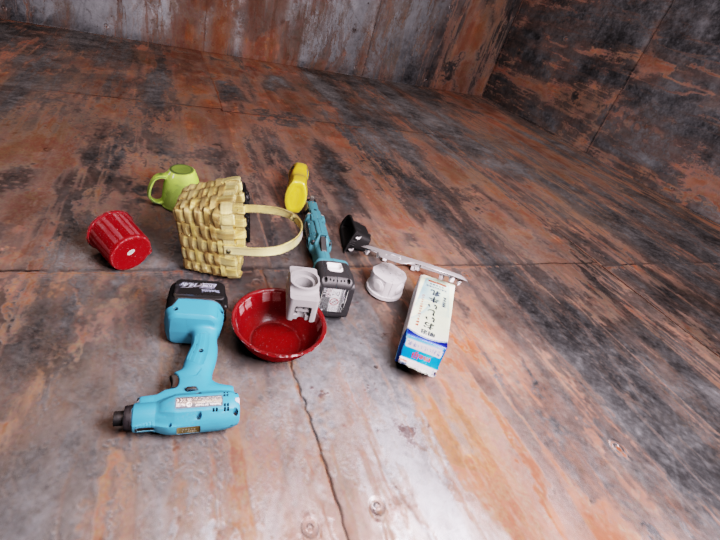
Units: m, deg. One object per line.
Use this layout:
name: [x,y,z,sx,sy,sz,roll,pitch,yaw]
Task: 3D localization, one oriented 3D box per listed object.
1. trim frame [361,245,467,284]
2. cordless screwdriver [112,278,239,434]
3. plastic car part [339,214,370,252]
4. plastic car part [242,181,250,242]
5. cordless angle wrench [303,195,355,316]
trim frame: [0.113,-0.012,0.923,0.263,0.027,0.174,22,2,37]
cordless screwdriver: [-0.271,0.124,0.637,0.154,0.073,0.261,0,40,-20]
plastic car part: [-0.008,-0.089,1.053,0.069,0.066,0.120,22,28,-19]
plastic car part: [-0.295,-0.144,1.024,0.067,0.063,0.211,-14,39,1]
cordless angle wrench: [-0.094,-0.061,0.959,0.072,0.096,0.440,6,31,-17]
